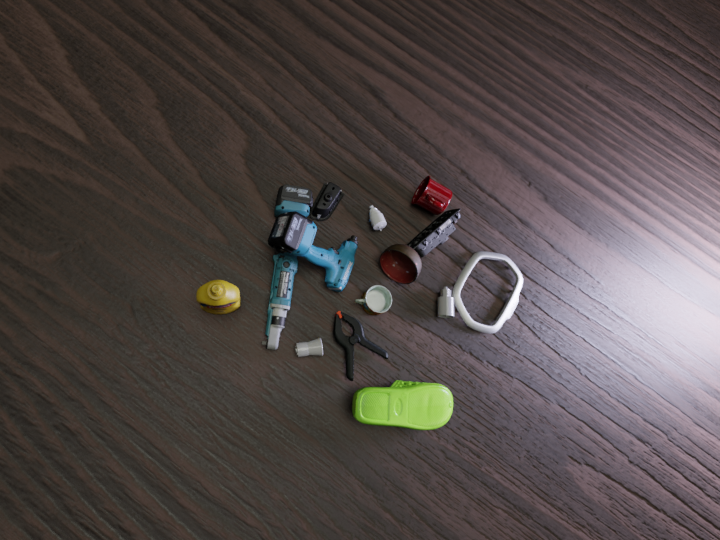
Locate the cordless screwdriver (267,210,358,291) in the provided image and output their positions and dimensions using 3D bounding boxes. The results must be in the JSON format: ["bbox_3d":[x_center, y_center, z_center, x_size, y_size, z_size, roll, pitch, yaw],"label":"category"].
[{"bbox_3d":[-0.105,-0.068,1.071,0.236,0.078,0.160,37,65,-34],"label":"cordless screwdriver"}]

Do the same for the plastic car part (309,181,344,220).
[{"bbox_3d":[-0.091,-0.196,1.165,0.066,0.071,0.117,29,67,-3],"label":"plastic car part"}]

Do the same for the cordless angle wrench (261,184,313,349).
[{"bbox_3d":[-0.195,-0.011,1.090,0.097,0.074,0.429,8,74,-9],"label":"cordless angle wrench"}]

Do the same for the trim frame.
[{"bbox_3d":[0.359,0.057,1.184,0.185,0.027,0.248,34,68,3],"label":"trim frame"}]

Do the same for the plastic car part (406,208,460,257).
[{"bbox_3d":[0.205,-0.099,1.194,0.200,0.069,0.065,-35,110,-20],"label":"plastic car part"}]
